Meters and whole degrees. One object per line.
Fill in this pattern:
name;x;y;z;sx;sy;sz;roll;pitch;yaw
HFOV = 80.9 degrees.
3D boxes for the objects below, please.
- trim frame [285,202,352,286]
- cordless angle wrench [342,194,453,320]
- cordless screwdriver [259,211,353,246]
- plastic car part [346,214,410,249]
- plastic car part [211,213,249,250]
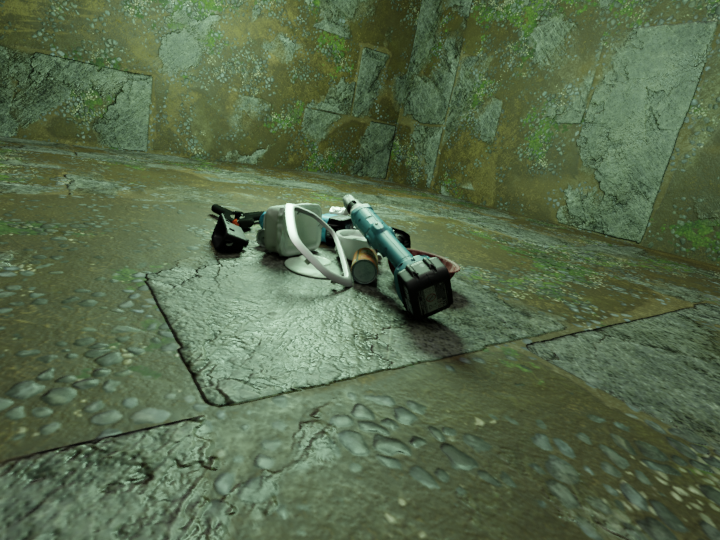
trim frame;-0.085;-0.056;0.874;0.175;0.028;0.259;33;20;-29
cordless angle wrench;0.041;-0.066;0.860;0.074;0.094;0.444;-23;36;-8
cordless screwdriver;-0.141;-0.130;1.180;0.257;0.073;0.156;11;16;18
plastic car part;0.042;-0.099;1.191;0.211;0.065;0.066;16;26;20
plastic car part;-0.286;-0.074;0.943;0.067;0.066;0.123;18;13;-32
